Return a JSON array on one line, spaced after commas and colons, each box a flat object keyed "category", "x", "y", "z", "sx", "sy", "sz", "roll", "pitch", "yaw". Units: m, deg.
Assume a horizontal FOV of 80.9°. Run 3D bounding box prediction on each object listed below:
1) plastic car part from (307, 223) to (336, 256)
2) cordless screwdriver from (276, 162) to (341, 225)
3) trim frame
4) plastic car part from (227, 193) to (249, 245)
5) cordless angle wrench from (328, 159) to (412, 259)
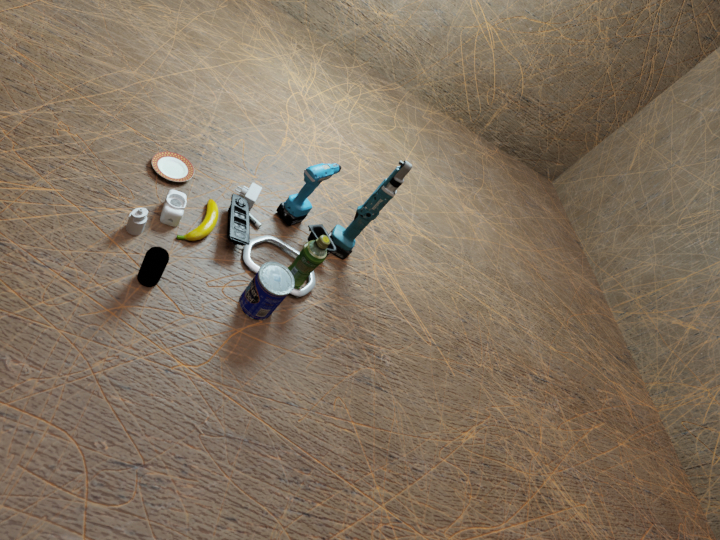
[{"category": "plastic car part", "x": -0.138, "y": -0.090, "z": 1.413, "sx": 0.063, "sy": 0.071, "sz": 0.121, "roll": -9, "pitch": 61, "yaw": -43}, {"category": "cordless screwdriver", "x": -0.168, "y": -0.261, "z": 1.408, "sx": 0.076, "sy": 0.251, "sz": 0.155, "roll": 51, "pitch": 41, "yaw": 8}, {"category": "trim frame", "x": -0.247, "y": -0.016, "z": 1.298, "sx": 0.245, "sy": 0.028, "sz": 0.186, "roll": 32, "pitch": 41, "yaw": -8}, {"category": "plastic car part", "x": -0.376, "y": -0.150, "z": 1.292, "sx": 0.063, "sy": 0.067, "sz": 0.210, "roll": 15, "pitch": 46, "yaw": -29}, {"category": "cordless angle wrench", "x": 0.027, "y": -0.193, "z": 1.357, "sx": 0.096, "sy": 0.427, "sz": 0.075, "roll": 34, "pitch": 42, "yaw": -13}]
